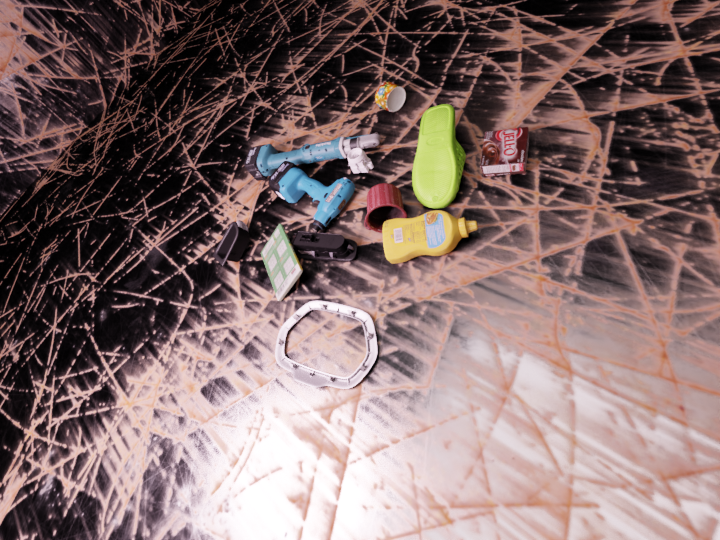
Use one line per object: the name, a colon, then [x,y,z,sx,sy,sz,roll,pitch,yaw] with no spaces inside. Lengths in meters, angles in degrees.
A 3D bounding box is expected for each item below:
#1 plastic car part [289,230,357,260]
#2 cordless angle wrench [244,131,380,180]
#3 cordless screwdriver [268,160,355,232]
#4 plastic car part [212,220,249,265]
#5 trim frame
plastic car part: [-0.101,-0.066,1.031,0.213,0.063,0.066,9,57,31]
cordless angle wrench: [-0.145,-0.344,1.238,0.439,0.070,0.099,-3,59,26]
cordless screwdriver: [-0.149,-0.201,1.141,0.263,0.070,0.159,25,74,35]
plastic car part: [-0.343,-0.069,1.163,0.070,0.067,0.116,36,97,40]
trim frame: [-0.078,0.152,0.890,0.261,0.026,0.185,10,66,32]
